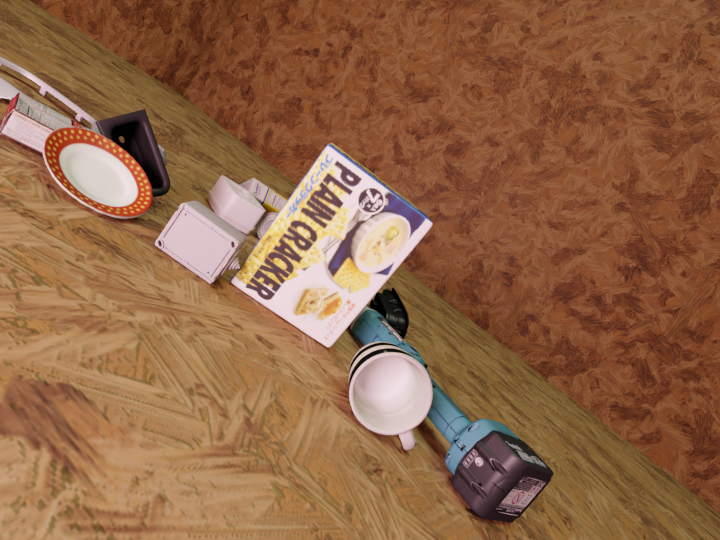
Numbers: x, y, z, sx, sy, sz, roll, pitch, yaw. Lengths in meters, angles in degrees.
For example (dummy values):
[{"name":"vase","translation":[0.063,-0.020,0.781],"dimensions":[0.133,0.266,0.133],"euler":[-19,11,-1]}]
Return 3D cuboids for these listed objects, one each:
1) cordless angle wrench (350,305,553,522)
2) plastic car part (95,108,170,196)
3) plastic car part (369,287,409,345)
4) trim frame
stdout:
[{"name":"cordless angle wrench","translation":[0.062,0.135,0.605],"dimensions":[0.093,0.074,0.446],"euler":[31,8,-37]},{"name":"plastic car part","translation":[-0.322,-0.160,0.598],"dimensions":[0.075,0.064,0.113],"euler":[17,-53,48]},{"name":"plastic car part","translation":[0.057,0.086,0.880],"dimensions":[0.065,0.066,0.208],"euler":[25,11,-15]},{"name":"trim frame","translation":[-0.508,-0.273,0.650],"dimensions":[0.246,0.027,0.186],"euler":[38,7,-6]}]
